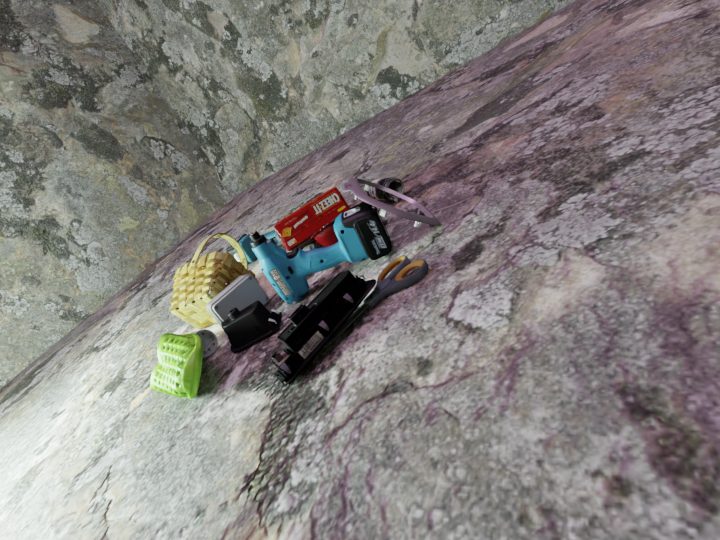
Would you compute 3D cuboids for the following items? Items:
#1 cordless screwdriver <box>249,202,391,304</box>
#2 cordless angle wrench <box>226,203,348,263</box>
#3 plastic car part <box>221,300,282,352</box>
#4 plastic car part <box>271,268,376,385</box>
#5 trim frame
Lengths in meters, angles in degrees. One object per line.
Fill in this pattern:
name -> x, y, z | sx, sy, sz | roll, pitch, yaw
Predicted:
cordless screwdriver -> -0.078, -0.051, 0.794 | 0.252, 0.154, 0.076 | -27, 19, 14
cordless angle wrench -> -0.212, -0.113, 1.231 | 0.436, 0.072, 0.098 | -18, 25, 30
plastic car part -> -0.214, 0.099, 0.791 | 0.118, 0.069, 0.067 | -27, 19, 10
plastic car part -> -0.062, 0.071, 0.629 | 0.201, 0.066, 0.067 | -43, 7, -17
trim frame -> 0.051, -0.130, 0.790 | 0.255, 0.181, 0.027 | -101, 31, -67
